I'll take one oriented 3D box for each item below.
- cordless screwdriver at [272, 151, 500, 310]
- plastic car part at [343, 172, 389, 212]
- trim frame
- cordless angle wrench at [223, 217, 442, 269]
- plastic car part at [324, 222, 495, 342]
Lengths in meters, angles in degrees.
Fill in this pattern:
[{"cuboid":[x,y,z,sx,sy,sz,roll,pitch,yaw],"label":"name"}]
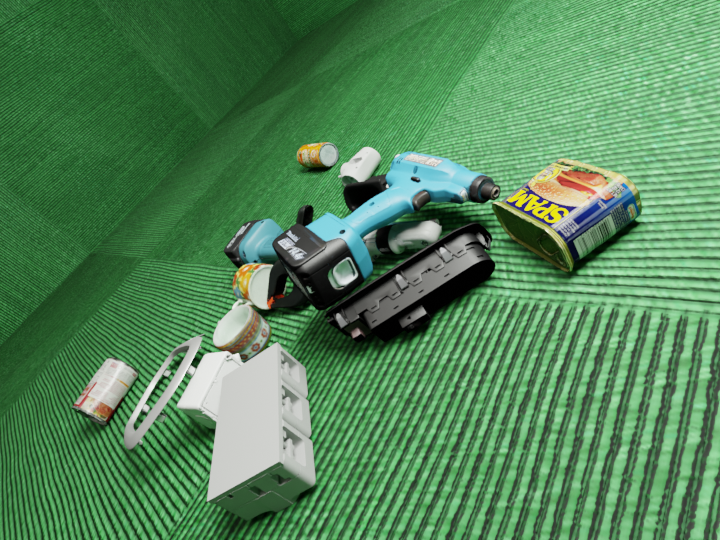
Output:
[{"cuboid":[0.029,-0.054,0.501,0.246,0.071,0.168,-39,37,-16],"label":"cordless screwdriver"},{"cuboid":[0.029,-0.130,0.687,0.070,0.064,0.122,-36,25,-22],"label":"plastic car part"},{"cuboid":[-0.297,0.175,0.641,0.254,0.027,0.185,-26,35,56],"label":"trim frame"},{"cuboid":[-0.066,-0.043,0.671,0.443,0.071,0.098,0,49,44],"label":"cordless angle wrench"},{"cuboid":[0.061,0.022,0.464,0.204,0.063,0.070,-37,41,8],"label":"plastic car part"}]
